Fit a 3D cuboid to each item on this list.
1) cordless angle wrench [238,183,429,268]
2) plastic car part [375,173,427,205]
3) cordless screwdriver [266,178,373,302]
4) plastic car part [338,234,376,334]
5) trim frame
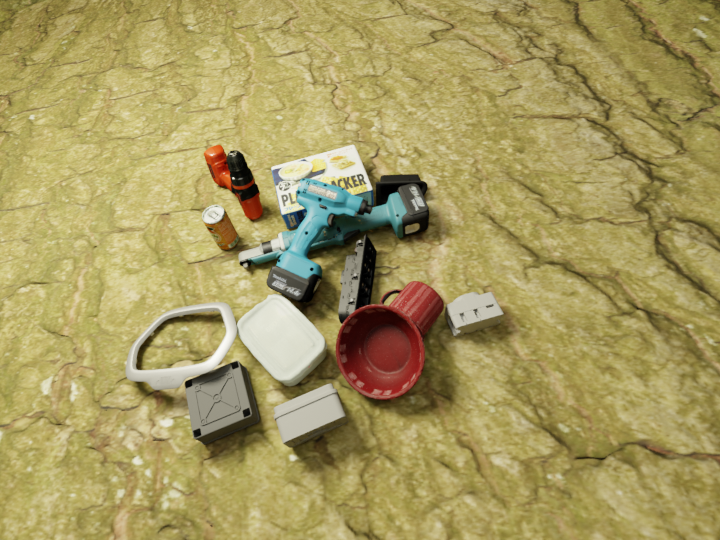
[{"bbox_3d":[-0.066,-0.083,0.931,0.424,0.071,0.102,-16,59,2],"label":"cordless angle wrench"},{"bbox_3d":[0.091,-0.198,0.986,0.117,0.063,0.073,-6,43,1],"label":"plastic car part"},{"bbox_3d":[-0.084,-0.055,0.861,0.162,0.073,0.249,18,83,9],"label":"cordless screwdriver"},{"bbox_3d":[-0.009,0.028,0.852,0.069,0.063,0.208,-6,57,15],"label":"plastic car part"},{"bbox_3d":[-0.349,0.142,0.824,0.254,0.026,0.189,-10,44,15],"label":"trim frame"}]
